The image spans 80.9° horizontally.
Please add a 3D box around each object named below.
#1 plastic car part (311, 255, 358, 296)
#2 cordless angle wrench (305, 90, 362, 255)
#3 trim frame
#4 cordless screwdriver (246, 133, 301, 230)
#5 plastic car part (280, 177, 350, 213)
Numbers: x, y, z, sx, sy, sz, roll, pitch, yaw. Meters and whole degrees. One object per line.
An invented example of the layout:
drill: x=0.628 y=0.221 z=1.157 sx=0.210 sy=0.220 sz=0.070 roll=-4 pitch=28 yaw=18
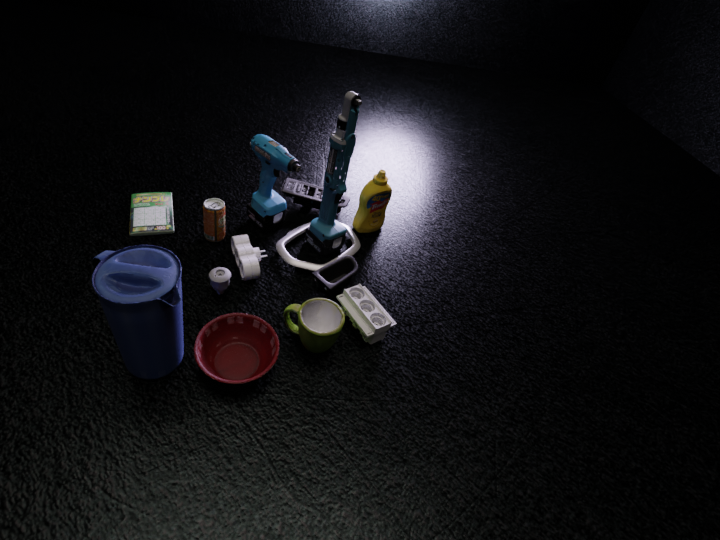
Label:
plastic car part: x=-0.056 y=0.021 z=1.008 sx=0.113 sy=0.069 sz=0.069 roll=-29 pitch=56 yaw=-36
cordless angle wrench: x=-0.059 y=-0.222 z=1.017 sx=0.072 sy=0.414 sz=0.103 roll=-23 pitch=53 yaw=-35
trim frame: x=-0.111 y=-0.072 z=1.132 sx=0.192 sy=0.027 sz=0.243 roll=32 pitch=46 yaw=22
cordless screwdriver: x=-0.226 y=-0.215 z=1.105 sx=0.167 sy=0.244 sz=0.072 roll=38 pitch=46 yaw=25
plastic car part: x=-0.134 y=-0.212 z=1.254 sx=0.204 sy=0.065 sz=0.067 roll=12 pitch=41 yaw=2
